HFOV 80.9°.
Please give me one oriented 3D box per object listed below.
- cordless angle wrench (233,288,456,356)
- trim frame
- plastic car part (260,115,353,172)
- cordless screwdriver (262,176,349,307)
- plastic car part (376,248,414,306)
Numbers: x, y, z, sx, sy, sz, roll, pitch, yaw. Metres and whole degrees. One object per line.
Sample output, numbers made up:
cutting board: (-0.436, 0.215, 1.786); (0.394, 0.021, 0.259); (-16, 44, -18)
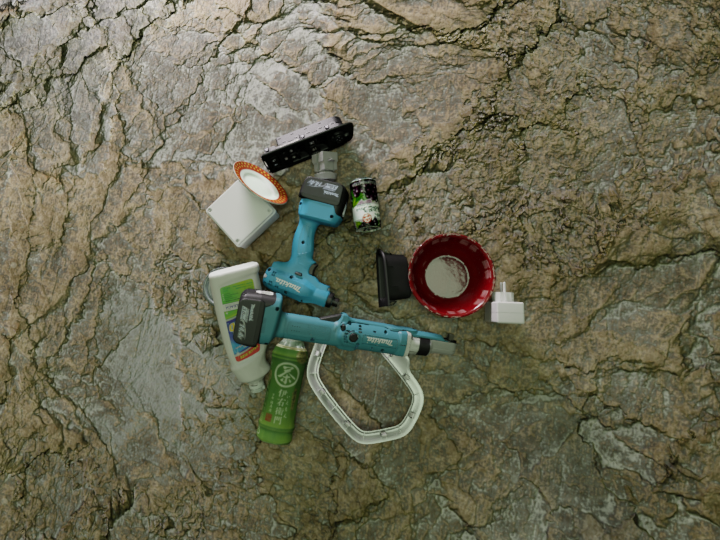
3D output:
cordless angle wrench: (-0.020, 0.116, 0.790); (0.416, 0.076, 0.098); (10, 93, -8)
trim frame: (0.009, 0.211, 0.817); (0.182, 0.027, 0.254); (-38, 77, -14)
plastic car part: (-0.112, -0.275, 0.902); (0.204, 0.063, 0.070); (-17, 57, 5)
cordless screwdriver: (-0.084, -0.055, 0.858); (0.162, 0.073, 0.249); (20, 89, 7)
plastic car part: (0.071, 0.014, 0.841); (0.070, 0.066, 0.118); (2, 79, -11)
